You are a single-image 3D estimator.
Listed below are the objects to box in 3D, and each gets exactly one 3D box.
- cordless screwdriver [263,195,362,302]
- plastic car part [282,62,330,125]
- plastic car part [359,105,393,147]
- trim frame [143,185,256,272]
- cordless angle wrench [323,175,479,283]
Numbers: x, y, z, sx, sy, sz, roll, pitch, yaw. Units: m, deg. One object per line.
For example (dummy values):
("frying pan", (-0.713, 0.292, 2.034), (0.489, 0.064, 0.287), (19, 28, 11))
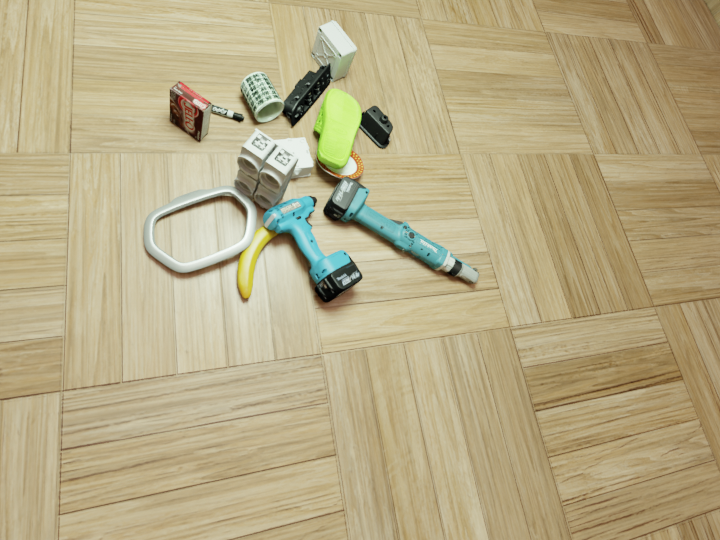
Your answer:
("cordless screwdriver", (-0.094, -0.062, 0.964), (0.252, 0.075, 0.155), (51, 45, 6))
("plastic car part", (-0.146, -0.468, 1.111), (0.068, 0.065, 0.204), (25, 66, 2))
("plastic car part", (0.048, -0.395, 1.134), (0.065, 0.071, 0.118), (-39, 83, -24))
("trim frame", (-0.346, -0.097, 0.924), (0.245, 0.027, 0.189), (-25, 75, -15))
("cordless angle wrench", (0.112, -0.080, 1.038), (0.418, 0.075, 0.098), (31, 66, -6))
